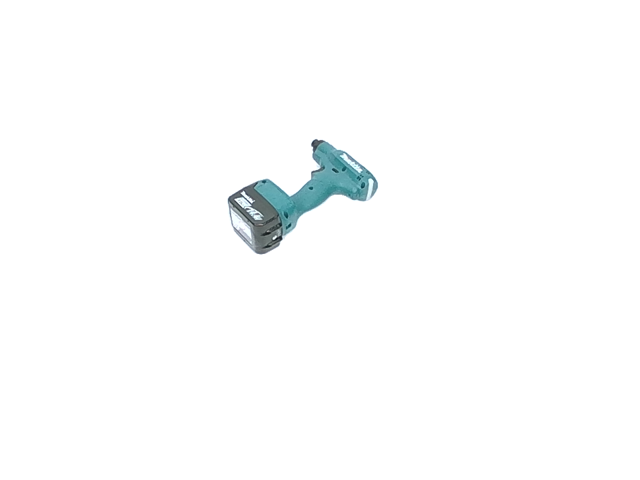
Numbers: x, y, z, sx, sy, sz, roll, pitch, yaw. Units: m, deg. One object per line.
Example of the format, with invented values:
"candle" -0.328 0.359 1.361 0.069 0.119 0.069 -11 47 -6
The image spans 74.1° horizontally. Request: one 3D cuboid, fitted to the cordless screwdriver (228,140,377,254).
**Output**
"cordless screwdriver" -0.041 -0.090 0.727 0.247 0.159 0.074 -29 -32 -24
